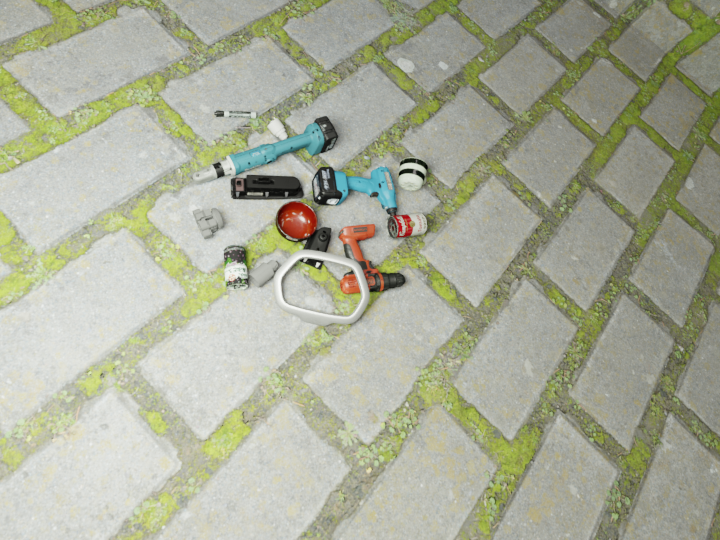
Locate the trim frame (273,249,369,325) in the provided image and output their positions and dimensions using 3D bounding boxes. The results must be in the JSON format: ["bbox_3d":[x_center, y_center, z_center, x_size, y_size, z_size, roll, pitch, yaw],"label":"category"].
[{"bbox_3d":[-0.099,0.046,1.074,0.247,0.027,0.185,12,83,-4],"label":"trim frame"}]

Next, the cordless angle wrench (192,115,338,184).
[{"bbox_3d":[-0.264,-0.325,1.182,0.414,0.098,0.075,-26,83,-20],"label":"cordless angle wrench"}]

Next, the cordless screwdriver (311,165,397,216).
[{"bbox_3d":[-0.010,-0.223,1.220,0.241,0.075,0.163,-5,71,-23],"label":"cordless screwdriver"}]

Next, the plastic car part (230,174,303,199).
[{"bbox_3d":[-0.252,-0.236,1.164,0.197,0.067,0.068,0,63,-19],"label":"plastic car part"}]

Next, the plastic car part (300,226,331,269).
[{"bbox_3d":[-0.110,-0.072,1.128,0.065,0.071,0.117,24,67,-10],"label":"plastic car part"}]
